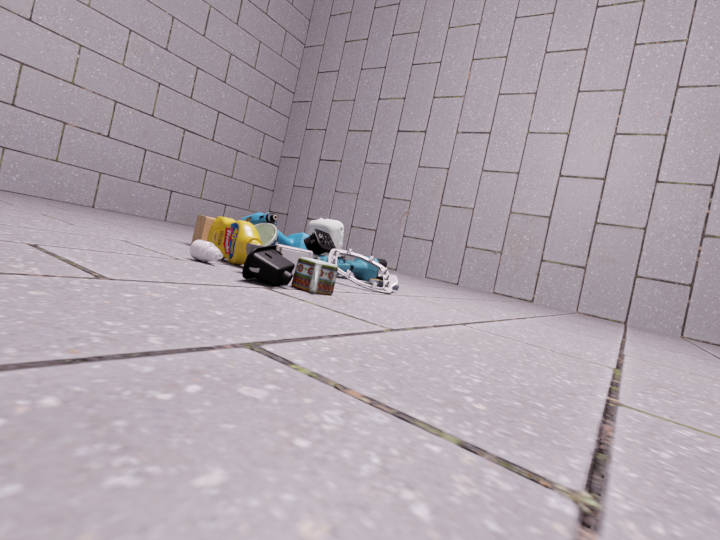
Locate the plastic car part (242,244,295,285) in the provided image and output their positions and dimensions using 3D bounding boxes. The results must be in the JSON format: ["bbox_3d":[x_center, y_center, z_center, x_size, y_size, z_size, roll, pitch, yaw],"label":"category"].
[{"bbox_3d":[-0.147,-0.001,0.711,0.072,0.066,0.115,26,6,3],"label":"plastic car part"}]

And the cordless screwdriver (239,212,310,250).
[{"bbox_3d":[-0.212,-0.094,1.200,0.166,0.075,0.235,-8,-29,45],"label":"cordless screwdriver"}]

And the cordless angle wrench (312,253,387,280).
[{"bbox_3d":[-0.068,-0.013,1.169,0.103,0.074,0.402,13,5,34],"label":"cordless angle wrench"}]

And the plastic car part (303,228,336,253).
[{"bbox_3d":[-0.114,-0.074,1.162,0.067,0.067,0.200,-17,-3,3],"label":"plastic car part"}]

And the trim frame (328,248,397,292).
[{"bbox_3d":[0.006,-0.006,1.082,0.183,0.027,0.251,22,15,-5],"label":"trim frame"}]
